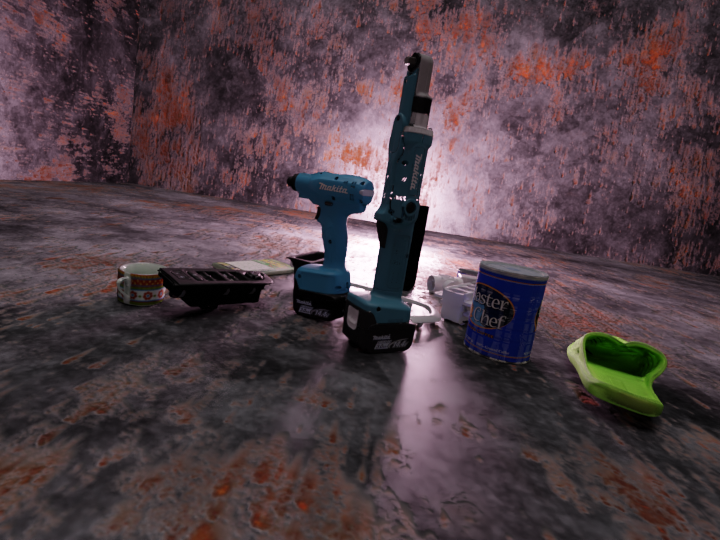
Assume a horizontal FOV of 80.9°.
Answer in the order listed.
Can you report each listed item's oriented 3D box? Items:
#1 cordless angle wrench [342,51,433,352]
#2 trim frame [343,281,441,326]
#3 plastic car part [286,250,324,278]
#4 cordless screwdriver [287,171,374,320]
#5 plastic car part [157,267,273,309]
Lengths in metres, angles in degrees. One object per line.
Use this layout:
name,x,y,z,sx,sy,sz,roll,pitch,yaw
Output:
cordless angle wrench,0.055,-0.093,0.616,0.094,0.419,0.078,4,10,-29
trim frame,0.034,0.062,0.828,0.259,0.027,0.178,13,12,23
plastic car part,-0.107,-0.001,0.931,0.069,0.070,0.112,14,12,26
cordless screwdriver,-0.072,-0.047,0.737,0.166,0.247,0.071,14,10,27
plastic car part,-0.231,0.030,0.702,0.070,0.066,0.194,17,14,38
